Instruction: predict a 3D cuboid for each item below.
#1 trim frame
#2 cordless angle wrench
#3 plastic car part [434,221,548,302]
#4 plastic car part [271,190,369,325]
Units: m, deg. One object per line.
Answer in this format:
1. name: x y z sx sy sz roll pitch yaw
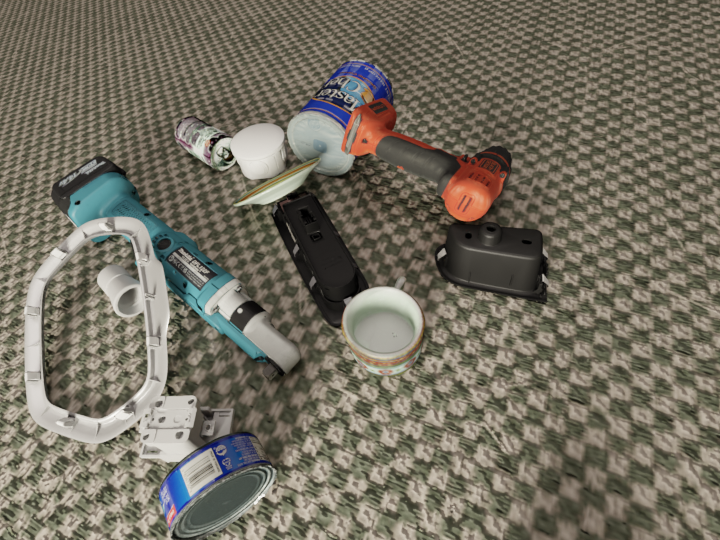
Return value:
1. trim frame: -0.285 0.052 0.453 0.185 0.026 0.257 -21 65 6
2. cordless angle wrench: -0.229 -0.015 0.511 0.444 0.071 0.097 32 64 27
3. plastic car part: 0.139 -0.019 0.441 0.120 0.068 0.067 10 54 14
4. plastic car part: -0.048 -0.032 0.495 0.065 0.065 0.213 -19 54 -15
